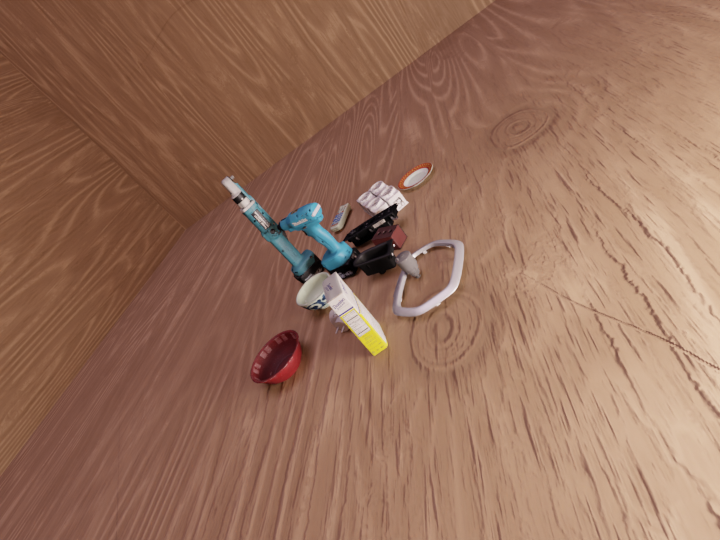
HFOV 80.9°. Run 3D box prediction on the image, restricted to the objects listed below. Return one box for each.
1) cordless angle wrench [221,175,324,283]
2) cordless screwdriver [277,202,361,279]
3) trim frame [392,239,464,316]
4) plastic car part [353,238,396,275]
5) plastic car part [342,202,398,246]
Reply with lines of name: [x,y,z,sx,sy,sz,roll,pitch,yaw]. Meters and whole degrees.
cordless angle wrench: [-0.278,-0.125,1.314,0.097,0.406,0.077,-46,23,-11]
cordless screwdriver: [-0.119,-0.078,1.222,0.165,0.239,0.075,-20,31,40]
trim frame: [0.151,0.012,0.968,0.190,0.026,0.251,-22,33,34]
plastic car part: [0.048,-0.023,1.108,0.120,0.068,0.067,-24,30,32]
plastic car part: [0.037,-0.129,1.283,0.208,0.064,0.067,-24,30,31]
